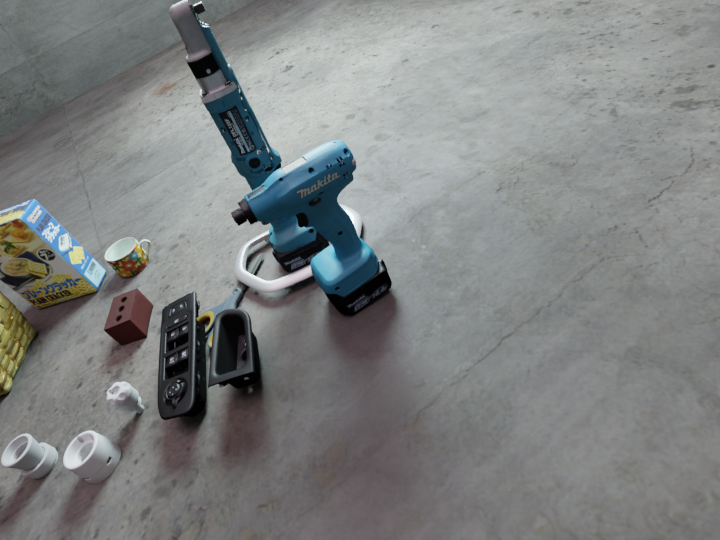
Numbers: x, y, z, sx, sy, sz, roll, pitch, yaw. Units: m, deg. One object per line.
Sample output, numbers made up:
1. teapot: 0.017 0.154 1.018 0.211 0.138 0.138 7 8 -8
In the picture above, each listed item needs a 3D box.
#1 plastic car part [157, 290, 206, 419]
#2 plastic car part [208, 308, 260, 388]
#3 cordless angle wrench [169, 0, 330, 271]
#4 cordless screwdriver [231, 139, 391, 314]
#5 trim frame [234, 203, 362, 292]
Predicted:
1. plastic car part: -0.261 0.131 0.628 0.066 0.064 0.212 -23 43 1
2. plastic car part: -0.169 0.116 0.598 0.066 0.067 0.121 -20 43 5
3. cordless angle wrench: -0.156 -0.169 0.622 0.098 0.403 0.078 -23 42 0
4. cordless screwdriver: -0.056 -0.036 0.569 0.158 0.237 0.078 -31 43 -8
5. trim frame: -0.112 -0.045 0.757 0.248 0.026 0.194 -28 43 -3
